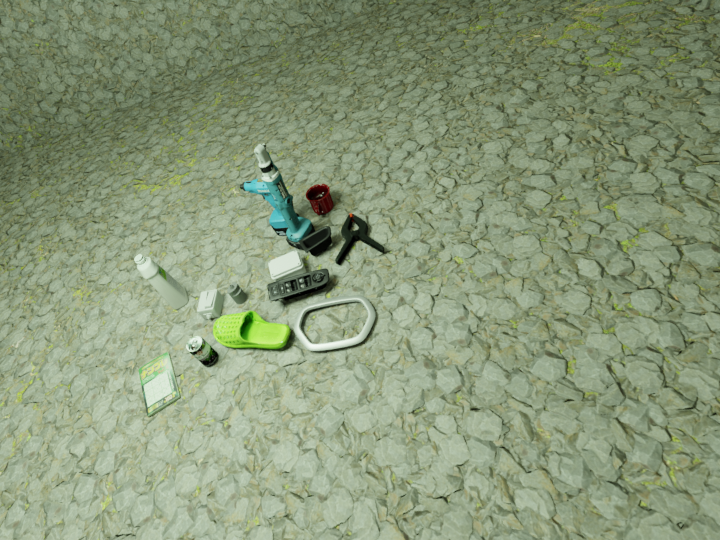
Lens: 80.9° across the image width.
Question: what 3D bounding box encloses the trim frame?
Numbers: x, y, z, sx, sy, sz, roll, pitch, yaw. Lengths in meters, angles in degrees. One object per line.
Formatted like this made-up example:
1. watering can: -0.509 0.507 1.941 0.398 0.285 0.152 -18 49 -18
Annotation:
1. trim frame: -0.078 0.150 1.251 0.252 0.026 0.191 -14 49 9

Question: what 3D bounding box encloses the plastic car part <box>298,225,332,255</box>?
1. plastic car part: -0.141 -0.092 1.442 0.116 0.067 0.069 -30 49 -6

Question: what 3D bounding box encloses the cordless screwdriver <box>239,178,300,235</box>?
1. cordless screwdriver: -0.317 -0.229 1.504 0.165 0.237 0.075 3 53 20

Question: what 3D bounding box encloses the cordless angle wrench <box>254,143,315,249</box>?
1. cordless angle wrench: -0.251 -0.231 1.371 0.078 0.403 0.098 19 59 29

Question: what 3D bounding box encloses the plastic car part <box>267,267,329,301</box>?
1. plastic car part: -0.190 0.053 1.345 0.204 0.064 0.069 -20 49 4
